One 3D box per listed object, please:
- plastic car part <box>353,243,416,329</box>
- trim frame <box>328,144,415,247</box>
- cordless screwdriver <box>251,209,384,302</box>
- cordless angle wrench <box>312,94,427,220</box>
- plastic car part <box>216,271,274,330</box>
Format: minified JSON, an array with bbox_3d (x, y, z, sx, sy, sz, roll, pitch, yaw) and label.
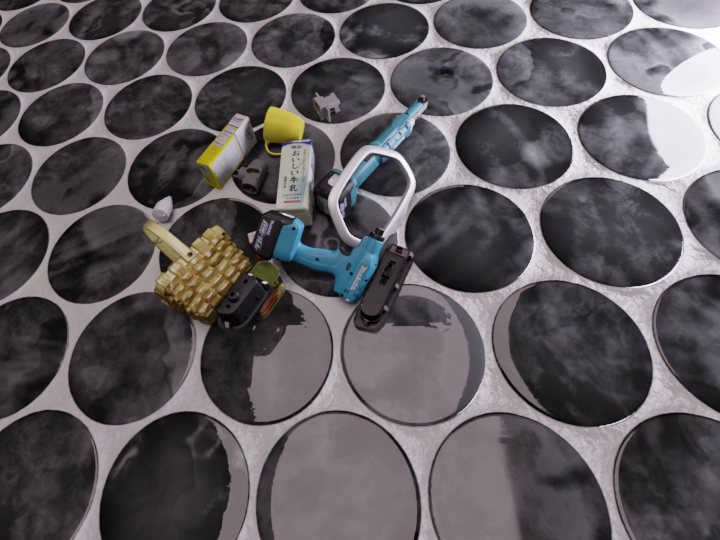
[{"bbox_3d":[0.050,0.027,0.859,0.068,0.065,0.203,24,69,9],"label":"plastic car part"},{"bbox_3d":[0.029,-0.159,0.919,0.178,0.028,0.249,37,70,-18],"label":"trim frame"},{"bbox_3d":[-0.083,-0.054,0.850,0.248,0.074,0.159,25,98,-1],"label":"cordless screwdriver"},{"bbox_3d":[0.045,-0.291,1.023,0.077,0.095,0.420,31,65,19],"label":"cordless angle wrench"},{"bbox_3d":[-0.222,0.052,0.782,0.068,0.068,0.116,24,64,17],"label":"plastic car part"}]
